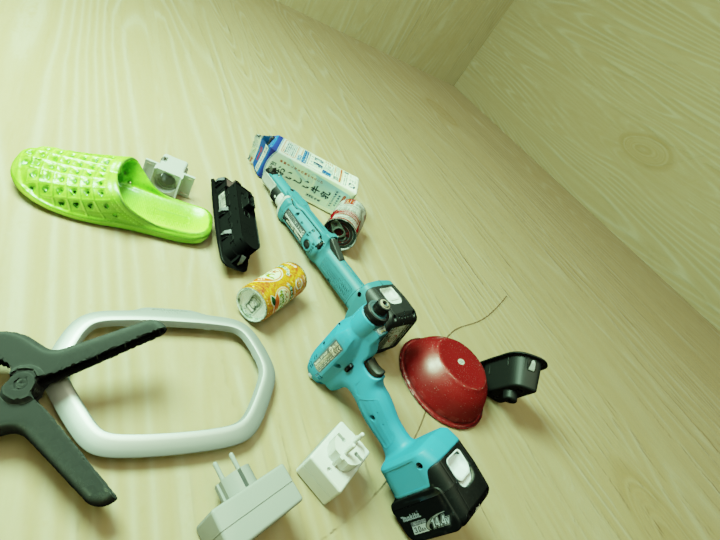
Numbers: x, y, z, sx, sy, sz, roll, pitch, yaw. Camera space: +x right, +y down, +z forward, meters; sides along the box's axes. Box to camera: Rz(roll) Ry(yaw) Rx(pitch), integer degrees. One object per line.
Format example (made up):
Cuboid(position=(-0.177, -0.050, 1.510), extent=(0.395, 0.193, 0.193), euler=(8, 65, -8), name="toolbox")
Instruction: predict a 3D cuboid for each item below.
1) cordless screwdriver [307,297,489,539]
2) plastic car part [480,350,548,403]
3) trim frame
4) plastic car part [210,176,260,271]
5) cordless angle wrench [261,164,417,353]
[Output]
Cuboid(position=(0.045, 0.164, 0.499), extent=(0.071, 0.160, 0.259), euler=(-10, 56, -48), name="cordless screwdriver")
Cuboid(position=(0.244, 0.182, 0.693), extent=(0.065, 0.117, 0.071), euler=(31, 58, -9), name="plastic car part")
Cuboid(position=(-0.209, 0.112, 0.473), extent=(0.237, 0.027, 0.193), euler=(6, 43, -32), name="trim frame")
Cuboid(position=(-0.198, -0.084, 0.689), extent=(0.062, 0.068, 0.211), euler=(46, 22, -47), name="plastic car part")
Cuboid(position=(-0.072, -0.047, 0.740), extent=(0.071, 0.098, 0.444), euler=(-3, 44, -44), name="cordless angle wrench")
